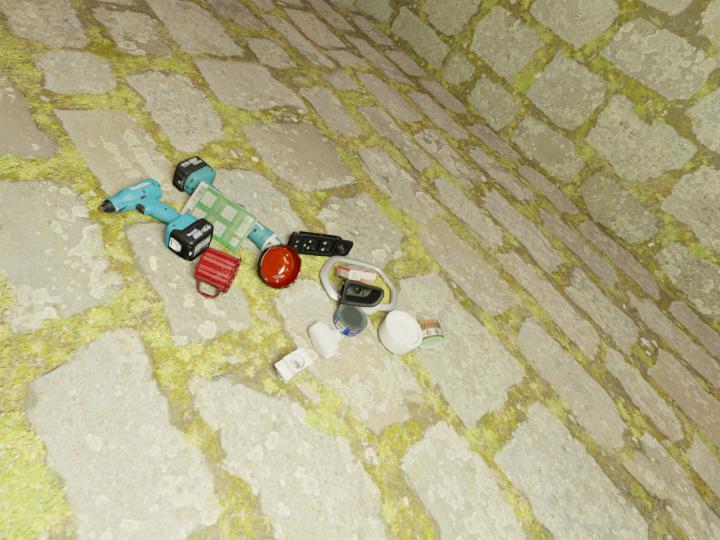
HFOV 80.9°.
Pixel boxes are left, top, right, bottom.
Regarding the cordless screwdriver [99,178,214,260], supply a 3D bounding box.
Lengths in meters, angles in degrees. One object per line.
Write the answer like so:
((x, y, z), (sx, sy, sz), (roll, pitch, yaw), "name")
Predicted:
((-0.488, -0.121, 1.022), (0.254, 0.074, 0.157), (36, 41, 10), "cordless screwdriver")

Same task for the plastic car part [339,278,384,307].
((-0.005, 0.057, 1.115), (0.112, 0.066, 0.074), (12, 8, -23), "plastic car part")

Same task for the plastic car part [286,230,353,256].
((-0.119, -0.078, 1.218), (0.195, 0.065, 0.070), (7, 22, -24), "plastic car part")

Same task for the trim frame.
((-0.002, 0.040, 1.195), (0.239, 0.027, 0.191), (13, 44, -23), "trim frame")

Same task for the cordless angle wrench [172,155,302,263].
((-0.327, -0.145, 1.147), (0.428, 0.074, 0.096), (40, 42, 6), "cordless angle wrench")
